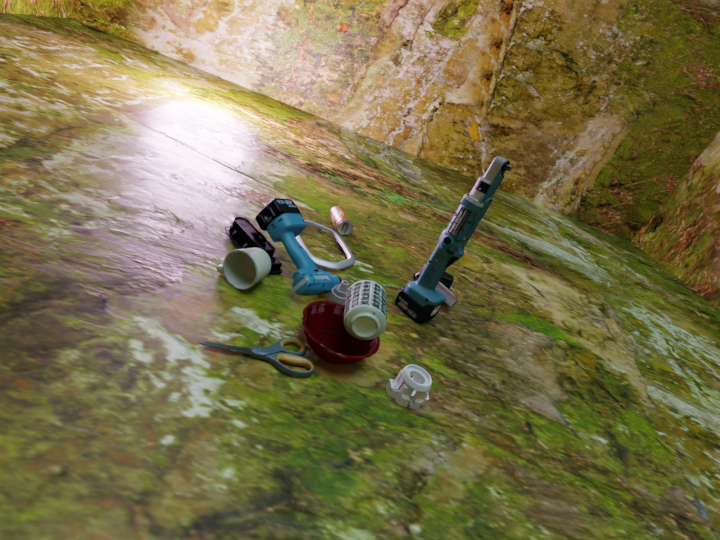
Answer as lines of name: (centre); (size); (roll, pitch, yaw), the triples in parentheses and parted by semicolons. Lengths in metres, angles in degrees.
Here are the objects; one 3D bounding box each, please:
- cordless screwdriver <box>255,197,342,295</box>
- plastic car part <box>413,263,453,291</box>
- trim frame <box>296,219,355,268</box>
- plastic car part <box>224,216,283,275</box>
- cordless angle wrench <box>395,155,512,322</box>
cordless screwdriver: (-0.139, -0.053, 1.008); (0.152, 0.075, 0.257); (2, 52, -56)
plastic car part: (0.217, 0.021, 1.207); (0.118, 0.070, 0.065); (29, 25, 5)
trim frame: (-0.116, -0.076, 1.182); (0.176, 0.027, 0.262); (6, 33, -31)
plastic car part: (-0.263, -0.068, 1.023); (0.064, 0.066, 0.214); (-14, 42, -41)
cordless angle wrench: (0.215, -0.067, 0.975); (0.071, 0.420, 0.103); (-7, 41, -48)
